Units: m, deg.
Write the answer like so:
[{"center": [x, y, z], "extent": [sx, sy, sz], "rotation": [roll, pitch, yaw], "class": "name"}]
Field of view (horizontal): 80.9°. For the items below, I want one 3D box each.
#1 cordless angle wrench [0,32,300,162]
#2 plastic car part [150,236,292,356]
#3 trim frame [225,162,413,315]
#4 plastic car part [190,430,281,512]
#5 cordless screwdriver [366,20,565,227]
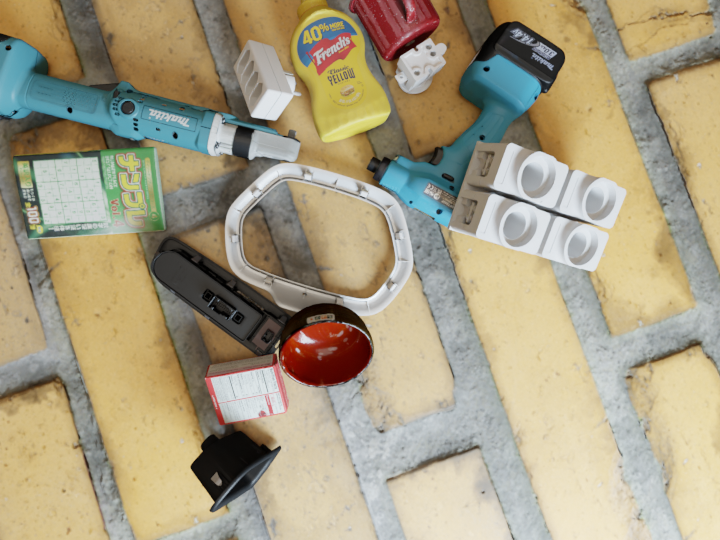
[{"center": [-0.285, -0.199, 0.534], "extent": [0.421, 0.074, 0.098], "rotation": [14, 89, -3], "class": "cordless angle wrench"}, {"center": [-0.183, 0.035, 0.529], "extent": [0.204, 0.066, 0.066], "rotation": [36, 95, 3], "class": "plastic car part"}, {"center": [-0.053, -0.035, 0.543], "extent": [0.247, 0.028, 0.183], "rotation": [17, 94, -2], "class": "trim frame"}, {"center": [-0.155, 0.225, 0.500], "extent": [0.074, 0.112, 0.066], "rotation": [35, 87, 20], "class": "plastic car part"}, {"center": [0.128, -0.187, 0.536], "extent": [0.159, 0.074, 0.248], "rotation": [28, 91, 0], "class": "cordless screwdriver"}]
